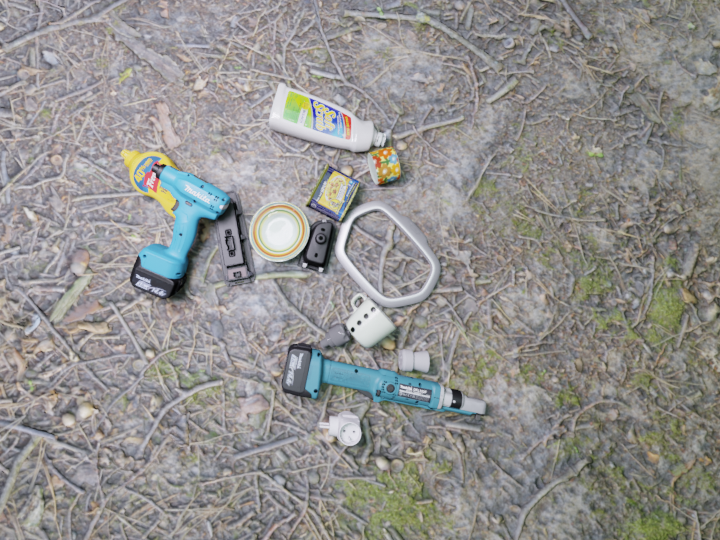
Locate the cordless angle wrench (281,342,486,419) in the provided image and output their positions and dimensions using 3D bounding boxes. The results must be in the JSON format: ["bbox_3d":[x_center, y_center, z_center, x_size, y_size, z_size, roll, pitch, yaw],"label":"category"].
[{"bbox_3d":[0.053,0.236,0.863,0.421,0.074,0.098,12,85,-3],"label":"cordless angle wrench"}]

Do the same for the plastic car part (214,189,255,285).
[{"bbox_3d":[-0.276,-0.072,0.890,0.067,0.066,0.205,-12,82,2],"label":"plastic car part"}]

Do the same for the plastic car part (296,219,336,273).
[{"bbox_3d":[-0.087,-0.057,0.888,0.066,0.071,0.117,16,87,-5],"label":"plastic car part"}]

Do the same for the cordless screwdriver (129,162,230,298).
[{"bbox_3d":[-0.383,-0.079,0.842,0.158,0.075,0.248,30,100,-5],"label":"cordless screwdriver"}]

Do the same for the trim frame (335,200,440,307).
[{"bbox_3d":[0.059,-0.035,0.913,0.184,0.027,0.251,-43,85,-5],"label":"trim frame"}]
